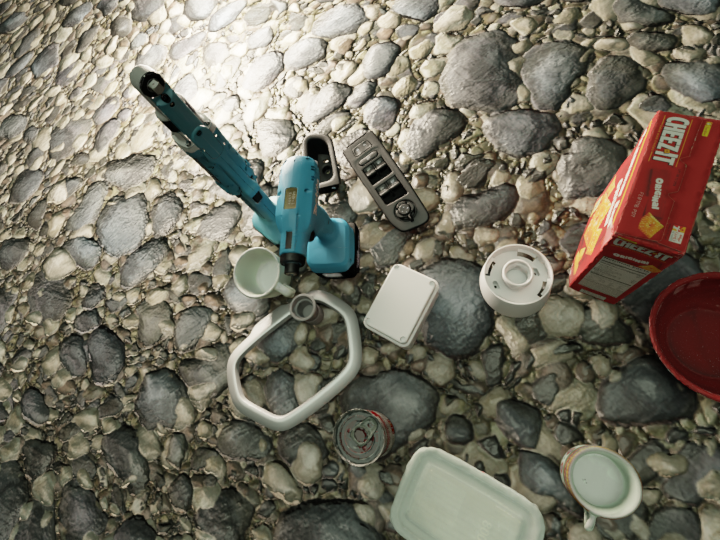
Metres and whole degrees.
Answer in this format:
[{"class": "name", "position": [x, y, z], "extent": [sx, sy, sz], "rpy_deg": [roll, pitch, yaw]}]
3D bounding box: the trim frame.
[{"class": "trim frame", "position": [-0.110, 0.141, 0.694], "extent": [0.248, 0.026, 0.192], "rpy_deg": [-40, 64, 0]}]

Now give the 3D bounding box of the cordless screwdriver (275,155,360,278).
[{"class": "cordless screwdriver", "position": [-0.062, -0.040, 0.631], "extent": [0.076, 0.238, 0.162], "rpy_deg": [-3, 70, 13]}]

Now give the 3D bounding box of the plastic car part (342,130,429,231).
[{"class": "plastic car part", "position": [0.046, -0.145, 0.735], "extent": [0.066, 0.064, 0.211], "rpy_deg": [-32, 64, 3]}]

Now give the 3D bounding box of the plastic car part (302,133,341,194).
[{"class": "plastic car part", "position": [-0.068, -0.190, 0.786], "extent": [0.067, 0.068, 0.119], "rpy_deg": [-12, 67, 11]}]

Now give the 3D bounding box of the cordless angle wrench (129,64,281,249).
[{"class": "cordless angle wrench", "position": [-0.182, -0.138, 0.614], "extent": [0.102, 0.405, 0.074], "rpy_deg": [37, 83, 22]}]
